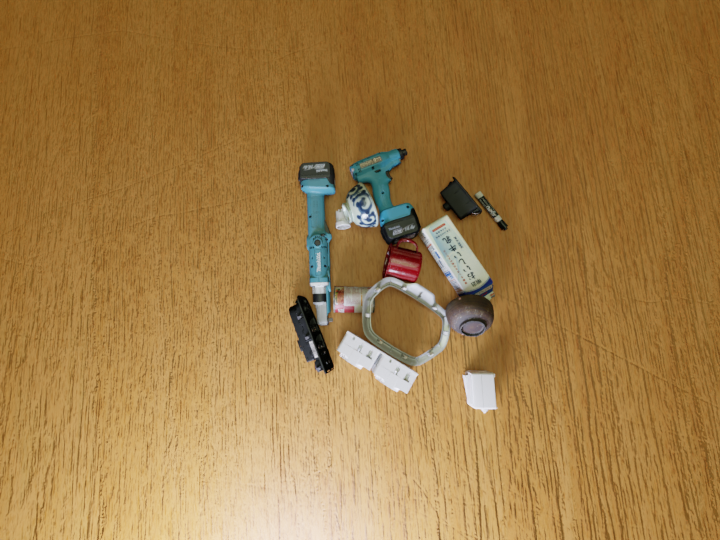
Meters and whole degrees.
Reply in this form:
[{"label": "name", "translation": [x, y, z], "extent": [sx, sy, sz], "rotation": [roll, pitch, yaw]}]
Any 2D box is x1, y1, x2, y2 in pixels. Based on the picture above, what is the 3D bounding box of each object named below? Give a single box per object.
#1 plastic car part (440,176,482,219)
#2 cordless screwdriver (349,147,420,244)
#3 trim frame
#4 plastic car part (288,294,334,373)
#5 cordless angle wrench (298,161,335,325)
[{"label": "plastic car part", "translation": [0.254, -0.178, 1.105], "extent": [0.071, 0.064, 0.119], "rotation": [-40, 77, 10]}, {"label": "cordless screwdriver", "translation": [0.089, -0.201, 1.114], "extent": [0.159, 0.072, 0.255], "rotation": [-23, 75, -1]}, {"label": "trim frame", "translation": [0.114, 0.124, 1.038], "extent": [0.245, 0.028, 0.184], "rotation": [33, 79, -8]}, {"label": "plastic car part", "translation": [-0.131, 0.163, 1.073], "extent": [0.069, 0.064, 0.206], "rotation": [-23, 79, 25]}, {"label": "cordless angle wrench", "translation": [-0.108, -0.071, 1.108], "extent": [0.099, 0.073, 0.427], "rotation": [-3, 82, 3]}]
